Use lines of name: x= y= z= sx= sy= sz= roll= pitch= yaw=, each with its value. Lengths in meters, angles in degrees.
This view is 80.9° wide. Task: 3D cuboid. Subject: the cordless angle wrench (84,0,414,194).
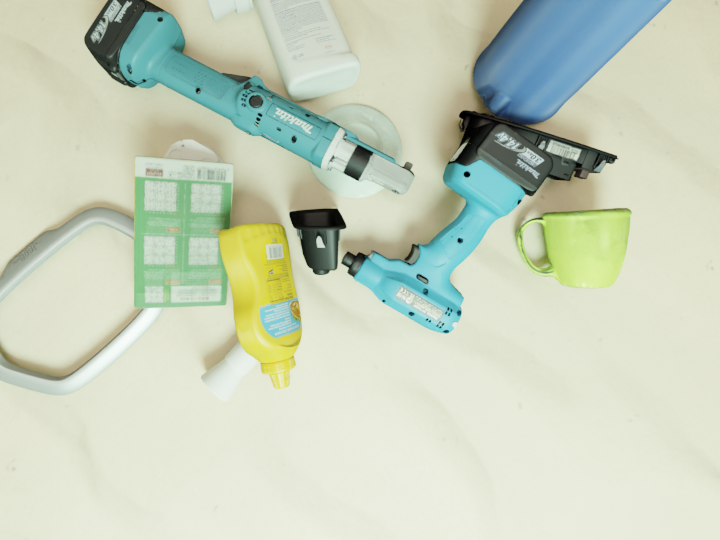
cordless angle wrench: x=-0.127 y=-0.201 z=0.526 sx=0.424 sy=0.074 sz=0.098 roll=28 pitch=83 yaw=2

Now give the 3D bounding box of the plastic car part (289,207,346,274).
plastic car part: x=-0.050 y=-0.033 z=0.509 sx=0.065 sy=0.120 sz=0.069 roll=-6 pitch=110 yaw=-8

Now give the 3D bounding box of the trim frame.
trim frame: x=-0.354 y=0.035 z=0.520 sx=0.248 sy=0.027 sz=0.184 roll=-45 pitch=89 yaw=-5

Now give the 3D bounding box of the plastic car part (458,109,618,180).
plastic car part: x=0.218 y=-0.160 z=0.562 sx=0.202 sy=0.067 sz=0.066 roll=22 pitch=108 yaw=-2

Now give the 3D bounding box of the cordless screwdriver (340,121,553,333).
cordless screwdriver: x=0.098 y=-0.061 z=0.515 sx=0.159 sy=0.074 sz=0.248 roll=31 pitch=98 yaw=-1
